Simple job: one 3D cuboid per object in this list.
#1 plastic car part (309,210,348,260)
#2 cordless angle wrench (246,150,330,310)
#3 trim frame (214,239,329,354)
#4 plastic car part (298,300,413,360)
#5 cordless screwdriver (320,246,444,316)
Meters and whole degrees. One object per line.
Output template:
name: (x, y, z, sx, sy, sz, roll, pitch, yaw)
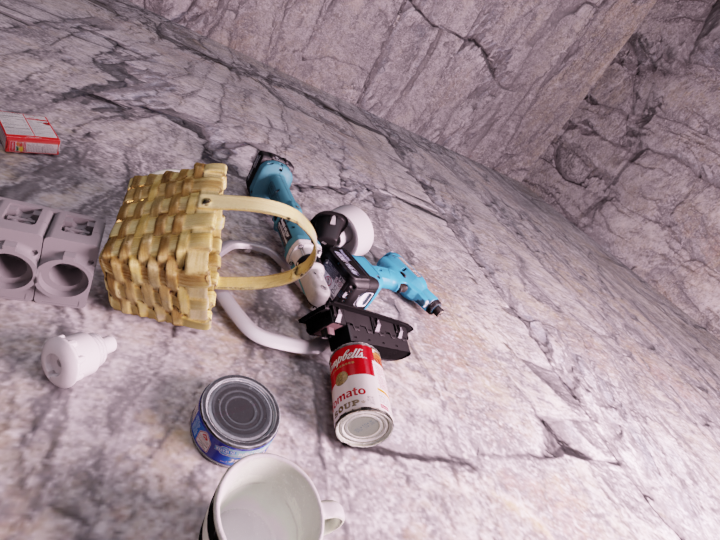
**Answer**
plastic car part: (-0.073, -0.048, 0.745, 0.064, 0.118, 0.072, 27, 49, -17)
cordless angle wrench: (-0.127, -0.087, 0.748, 0.071, 0.098, 0.445, 16, 28, -33)
trim frame: (-0.136, 0.032, 0.631, 0.176, 0.027, 0.261, -8, 42, -48)
plastic car part: (0.011, 0.093, 0.596, 0.192, 0.067, 0.070, 17, 42, -46)
cordless screwdriver: (0.040, 0.030, 0.750, 0.237, 0.074, 0.167, 0, 39, -50)
